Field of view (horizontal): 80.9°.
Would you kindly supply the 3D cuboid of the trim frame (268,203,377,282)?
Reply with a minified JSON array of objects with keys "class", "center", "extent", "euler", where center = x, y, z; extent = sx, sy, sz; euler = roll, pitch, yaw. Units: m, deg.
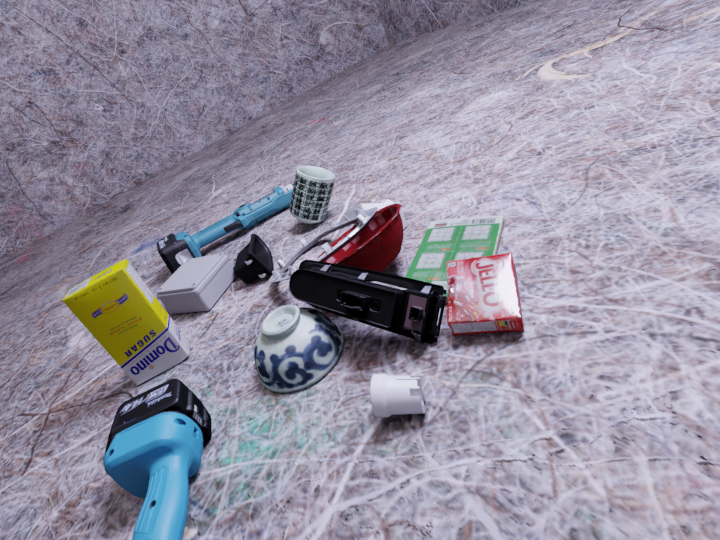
[{"class":"trim frame","center":[-0.067,-0.044,0.684],"extent":[0.182,0.027,0.256],"euler":[-43,14,-25]}]

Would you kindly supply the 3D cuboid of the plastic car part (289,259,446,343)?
[{"class":"plastic car part","center":[-0.009,0.033,0.506],"extent":[0.214,0.066,0.064],"euler":[14,13,36]}]

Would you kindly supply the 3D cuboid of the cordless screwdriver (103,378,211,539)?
[{"class":"cordless screwdriver","center":[-0.211,0.232,0.395],"extent":[0.158,0.071,0.261],"euler":[-29,34,-5]}]

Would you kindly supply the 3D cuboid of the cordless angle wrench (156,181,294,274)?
[{"class":"cordless angle wrench","center":[-0.271,-0.129,1.007],"extent":[0.418,0.071,0.103],"euler":[-31,29,-13]}]

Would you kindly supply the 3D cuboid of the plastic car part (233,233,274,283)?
[{"class":"plastic car part","center":[-0.208,-0.015,0.795],"extent":[0.071,0.063,0.121],"euler":[-39,26,4]}]
